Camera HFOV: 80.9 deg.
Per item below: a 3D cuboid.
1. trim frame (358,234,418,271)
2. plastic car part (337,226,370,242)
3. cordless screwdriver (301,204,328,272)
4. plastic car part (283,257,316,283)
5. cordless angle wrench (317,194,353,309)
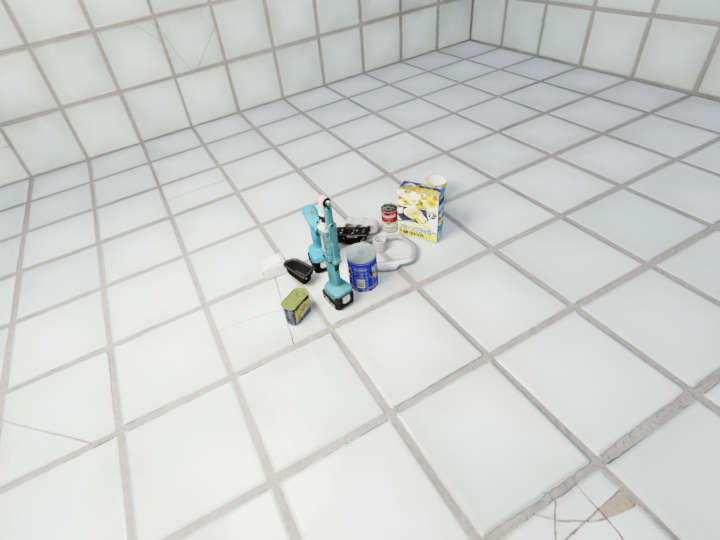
[{"bbox_3d":[0.088,-0.067,1.572,0.250,0.026,0.191,-8,42,2],"label":"trim frame"},{"bbox_3d":[-0.064,-0.138,1.651,0.209,0.064,0.067,6,43,17],"label":"plastic car part"},{"bbox_3d":[-0.146,-0.095,1.489,0.073,0.239,0.168,-18,42,-13],"label":"cordless screwdriver"},{"bbox_3d":[-0.219,0.008,1.518,0.123,0.068,0.065,26,51,33],"label":"plastic car part"},{"bbox_3d":[-0.089,-0.054,1.306,0.073,0.407,0.104,-29,46,-24],"label":"cordless angle wrench"}]
